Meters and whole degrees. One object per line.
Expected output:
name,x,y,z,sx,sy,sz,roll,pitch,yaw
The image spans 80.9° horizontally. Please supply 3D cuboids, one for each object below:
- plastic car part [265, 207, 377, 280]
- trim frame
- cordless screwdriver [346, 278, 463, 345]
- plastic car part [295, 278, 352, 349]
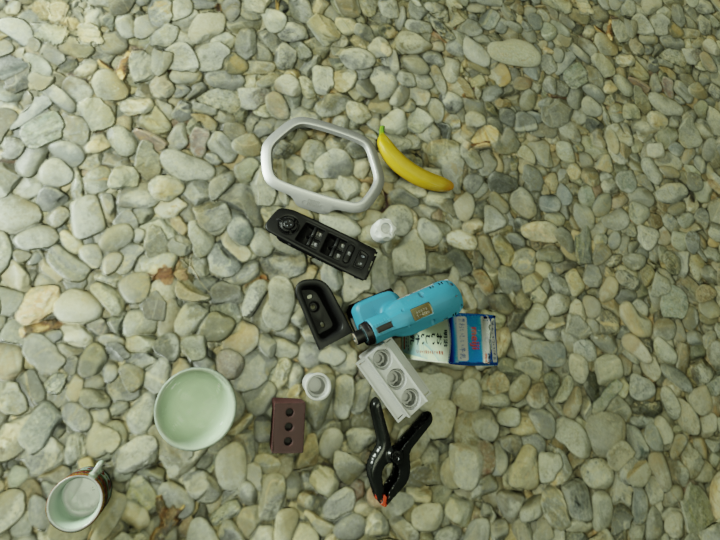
plastic car part,-0.075,-0.049,0.769,0.201,0.067,0.066,27,74,-5
trim frame,-0.072,-0.203,0.824,0.245,0.028,0.186,15,75,-8
cordless screwdriver,0.034,0.077,0.668,0.156,0.251,0.075,-21,88,-17
plastic car part,-0.074,0.070,0.741,0.065,0.071,0.118,-25,85,-17
